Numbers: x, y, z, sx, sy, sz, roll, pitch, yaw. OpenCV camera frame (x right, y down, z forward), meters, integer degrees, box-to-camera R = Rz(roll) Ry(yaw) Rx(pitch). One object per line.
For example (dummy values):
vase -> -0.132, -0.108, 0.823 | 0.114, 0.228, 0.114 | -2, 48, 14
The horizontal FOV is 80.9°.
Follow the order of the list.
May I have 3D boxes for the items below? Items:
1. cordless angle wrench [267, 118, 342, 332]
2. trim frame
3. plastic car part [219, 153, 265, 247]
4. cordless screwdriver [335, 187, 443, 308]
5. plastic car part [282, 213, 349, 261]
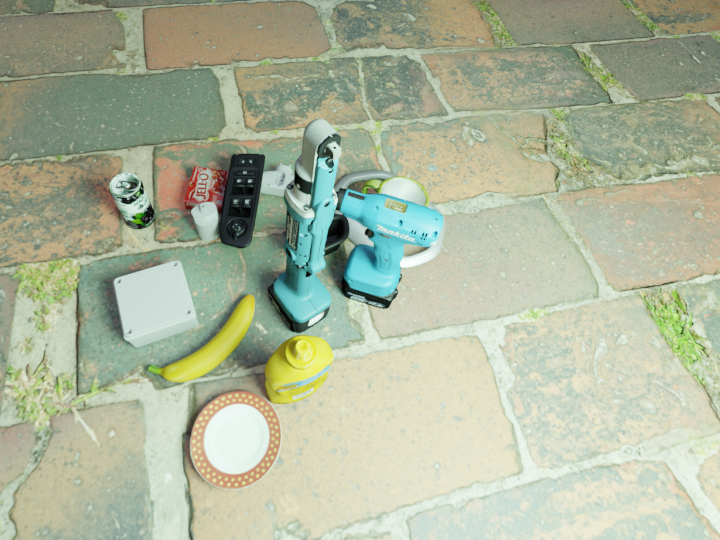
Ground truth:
cordless angle wrench -> -0.072, -0.034, 0.554 | 0.073, 0.416, 0.101 | -30, 72, -24
trim frame -> 0.052, -0.109, 0.834 | 0.181, 0.027, 0.257 | -39, 71, -24
plastic car part -> -0.221, -0.125, 0.793 | 0.066, 0.066, 0.208 | 4, 60, -7
cordless screwdriver -> 0.013, -0.034, 0.662 | 0.160, 0.245, 0.075 | 20, 61, 1
plastic car part -> -0.075, -0.049, 0.762 | 0.114, 0.070, 0.068 | -21, 67, -18
